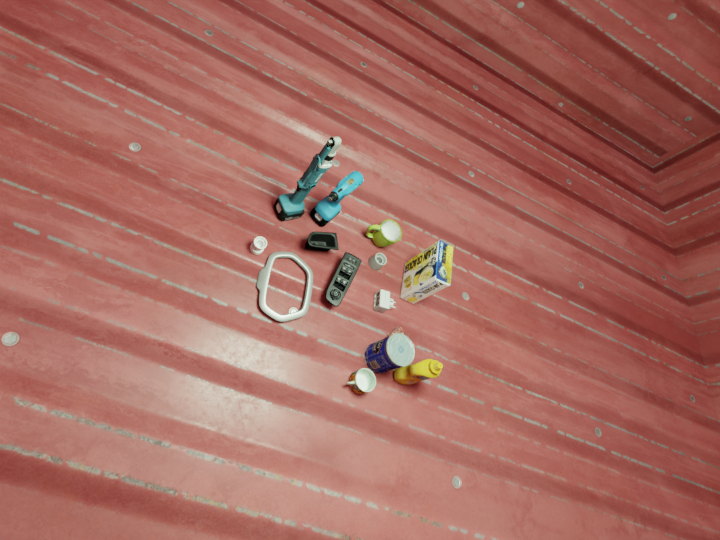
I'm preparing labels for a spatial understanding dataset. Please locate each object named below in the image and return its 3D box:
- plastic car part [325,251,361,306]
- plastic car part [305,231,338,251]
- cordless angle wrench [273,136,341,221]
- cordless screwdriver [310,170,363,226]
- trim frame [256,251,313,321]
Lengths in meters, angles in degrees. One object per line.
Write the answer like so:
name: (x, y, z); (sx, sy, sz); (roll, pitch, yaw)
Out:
plastic car part: (-0.069, 0.035, 1.440); (0.065, 0.068, 0.204); (32, 55, -12)
plastic car part: (-0.143, -0.094, 1.467); (0.112, 0.072, 0.068); (3, 66, -27)
cordless angle wrench: (-0.163, -0.288, 1.339); (0.094, 0.429, 0.076); (-16, 77, -34)
cordless screwdriver: (-0.098, -0.233, 1.451); (0.074, 0.252, 0.157); (48, 54, -3)
trim frame: (-0.243, 0.048, 1.371); (0.178, 0.028, 0.254); (17, 59, -18)
